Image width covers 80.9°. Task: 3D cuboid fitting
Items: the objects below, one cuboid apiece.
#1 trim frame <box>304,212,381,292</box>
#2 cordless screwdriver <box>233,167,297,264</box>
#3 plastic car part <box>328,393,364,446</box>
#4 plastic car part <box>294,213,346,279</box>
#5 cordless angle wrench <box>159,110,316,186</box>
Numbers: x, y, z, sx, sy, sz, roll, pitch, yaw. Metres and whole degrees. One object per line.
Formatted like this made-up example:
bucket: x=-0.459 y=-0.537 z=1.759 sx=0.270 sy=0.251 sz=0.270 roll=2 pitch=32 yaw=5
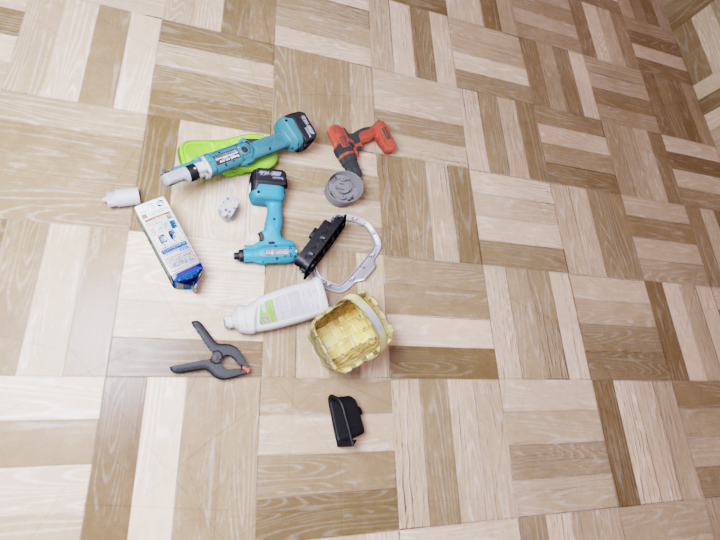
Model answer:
trim frame: x=-0.044 y=-0.054 z=1.153 sx=0.184 sy=0.028 sz=0.246 roll=43 pitch=62 yaw=-1
cordless screwdriver: x=-0.254 y=-0.137 z=1.089 sx=0.154 sy=0.075 sz=0.253 roll=-3 pitch=76 yaw=-20
plastic car part: x=-0.027 y=0.347 z=0.999 sx=0.068 sy=0.067 sz=0.119 roll=1 pitch=67 yaw=-36
plastic car part: x=-0.107 y=-0.070 z=1.093 sx=0.067 sy=0.066 sz=0.203 roll=29 pitch=65 yaw=1
cordless angle wrench: x=-0.299 y=-0.295 z=1.064 sx=0.413 sy=0.076 sz=0.098 roll=-33 pitch=94 yaw=-32
